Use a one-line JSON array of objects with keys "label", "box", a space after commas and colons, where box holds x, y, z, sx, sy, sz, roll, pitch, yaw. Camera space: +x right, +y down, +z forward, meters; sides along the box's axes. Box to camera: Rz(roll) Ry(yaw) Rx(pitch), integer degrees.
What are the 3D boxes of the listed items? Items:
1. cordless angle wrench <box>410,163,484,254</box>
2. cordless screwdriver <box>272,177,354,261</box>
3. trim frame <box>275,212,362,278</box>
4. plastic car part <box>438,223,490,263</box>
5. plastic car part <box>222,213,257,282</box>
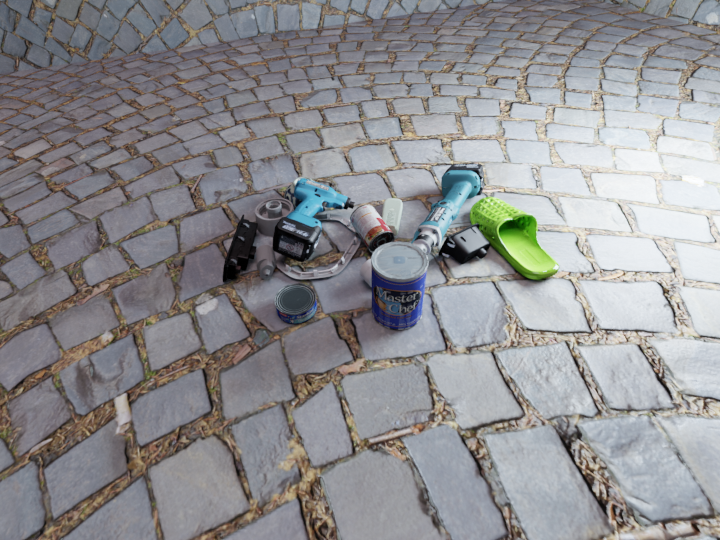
[{"label": "cordless angle wrench", "box": [0.193, -0.134, 0.985, 0.102, 0.071, 0.419, 7, 38, 29]}, {"label": "cordless screwdriver", "box": [-0.108, -0.126, 1.015, 0.159, 0.073, 0.252, 17, 43, -1]}, {"label": "trim frame", "box": [-0.099, -0.065, 1.017, 0.192, 0.026, 0.248, 14, 48, 22]}, {"label": "plastic car part", "box": [0.246, -0.054, 0.946, 0.114, 0.064, 0.074, -22, 60, -22]}, {"label": "plastic car part", "box": [-0.281, -0.062, 1.010, 0.066, 0.065, 0.210, 2, 42, -7]}]
